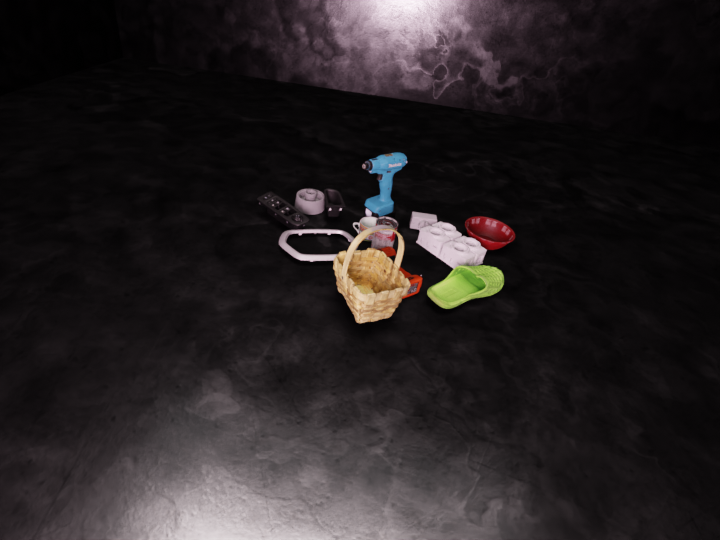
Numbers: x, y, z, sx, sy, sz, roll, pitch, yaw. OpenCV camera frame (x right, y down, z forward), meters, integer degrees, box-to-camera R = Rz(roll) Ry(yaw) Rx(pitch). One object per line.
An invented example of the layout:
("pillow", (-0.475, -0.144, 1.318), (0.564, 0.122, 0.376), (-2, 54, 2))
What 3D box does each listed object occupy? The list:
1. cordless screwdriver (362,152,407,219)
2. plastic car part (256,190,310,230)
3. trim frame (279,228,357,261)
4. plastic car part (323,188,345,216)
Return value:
("cordless screwdriver", (0.059, -0.262, 1.388), (0.154, 0.243, 0.079), (-16, 43, -31))
("plastic car part", (-0.254, -0.186, 1.387), (0.213, 0.065, 0.064), (32, 42, 30))
("trim frame", (-0.127, -0.083, 1.300), (0.243, 0.027, 0.193), (-4, 38, -14))
("plastic car part", (-0.097, -0.227, 1.463), (0.065, 0.069, 0.121), (-1, 37, -13))
